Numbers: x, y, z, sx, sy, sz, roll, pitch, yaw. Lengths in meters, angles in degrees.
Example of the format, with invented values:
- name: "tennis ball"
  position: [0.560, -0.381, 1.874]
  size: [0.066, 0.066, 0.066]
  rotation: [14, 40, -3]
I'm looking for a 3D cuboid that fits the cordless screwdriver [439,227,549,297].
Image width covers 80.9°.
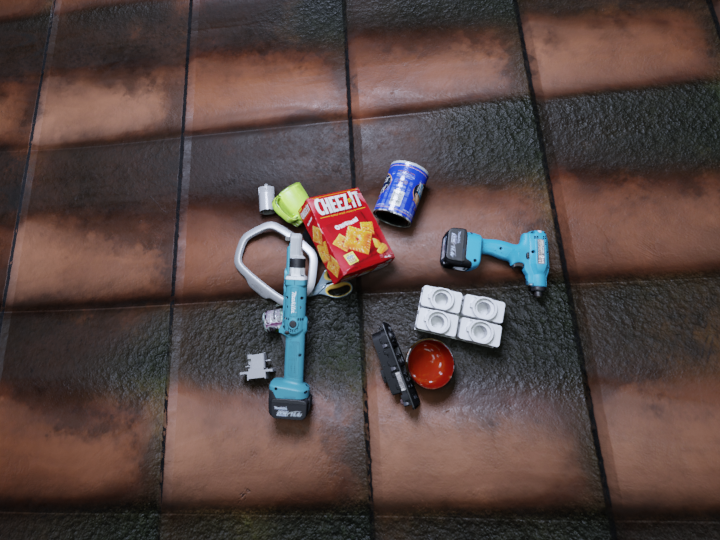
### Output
- name: "cordless screwdriver"
  position: [0.325, -0.022, 1.022]
  size: [0.251, 0.073, 0.161]
  rotation: [4, 76, 4]

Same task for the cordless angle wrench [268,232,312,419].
- name: "cordless angle wrench"
  position: [-0.156, 0.124, 0.993]
  size: [0.099, 0.074, 0.423]
  rotation: [2, 89, 4]

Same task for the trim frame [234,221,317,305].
- name: "trim frame"
  position: [-0.220, -0.018, 1.097]
  size: [0.257, 0.027, 0.184]
  rotation: [35, 90, 17]

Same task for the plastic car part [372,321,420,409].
- name: "plastic car part"
  position: [0.078, 0.223, 0.998]
  size: [0.069, 0.063, 0.207]
  rotation: [-23, 74, 26]

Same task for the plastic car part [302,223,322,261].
- name: "plastic car part"
  position: [-0.106, -0.070, 1.088]
  size: [0.064, 0.071, 0.119]
  rotation: [-32, 78, -41]
